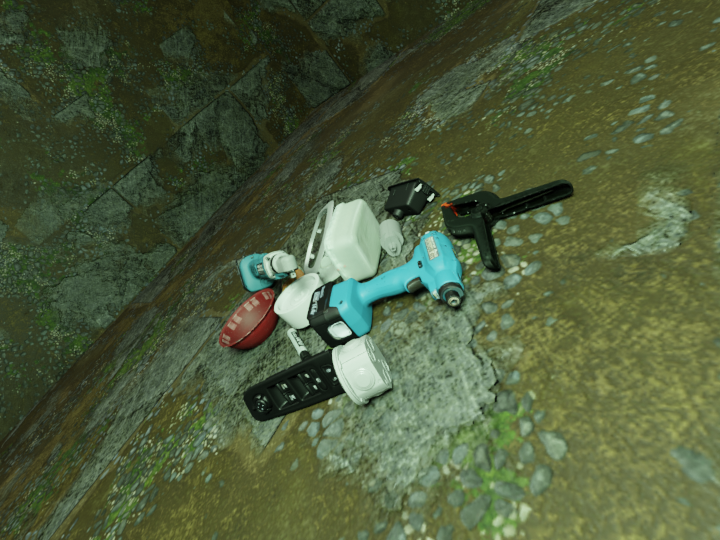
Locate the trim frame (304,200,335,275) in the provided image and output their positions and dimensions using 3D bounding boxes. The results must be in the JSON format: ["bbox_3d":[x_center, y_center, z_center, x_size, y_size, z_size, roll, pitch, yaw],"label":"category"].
[{"bbox_3d":[-0.091,-0.060,0.932,0.253,0.027,0.185,177,108,-74],"label":"trim frame"}]

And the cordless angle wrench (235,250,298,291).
[{"bbox_3d":[-0.206,-0.005,0.932,0.072,0.098,0.434,-18,4,-23],"label":"cordless angle wrench"}]

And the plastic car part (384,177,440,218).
[{"bbox_3d":[0.093,-0.141,0.876,0.121,0.063,0.071,-2,59,59],"label":"plastic car part"}]

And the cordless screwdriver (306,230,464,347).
[{"bbox_3d":[0.036,0.042,0.649,0.253,0.071,0.163,-29,28,18],"label":"cordless screwdriver"}]

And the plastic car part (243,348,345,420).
[{"bbox_3d":[-0.099,0.171,0.651,0.206,0.065,0.067,-31,16,23],"label":"plastic car part"}]
